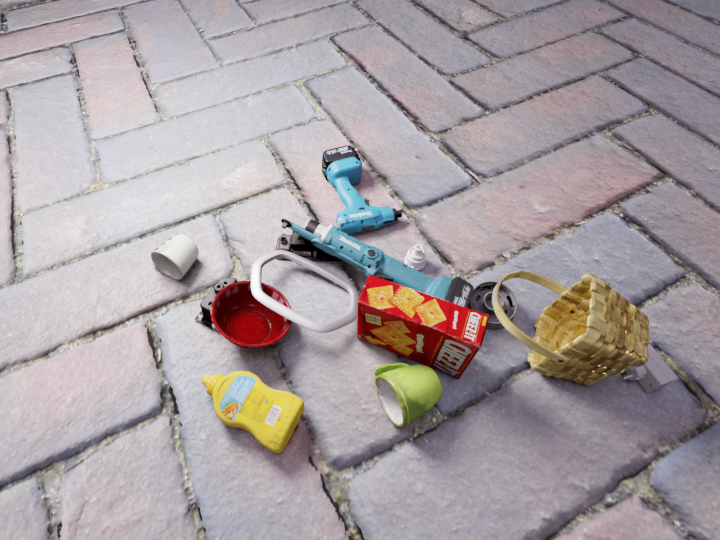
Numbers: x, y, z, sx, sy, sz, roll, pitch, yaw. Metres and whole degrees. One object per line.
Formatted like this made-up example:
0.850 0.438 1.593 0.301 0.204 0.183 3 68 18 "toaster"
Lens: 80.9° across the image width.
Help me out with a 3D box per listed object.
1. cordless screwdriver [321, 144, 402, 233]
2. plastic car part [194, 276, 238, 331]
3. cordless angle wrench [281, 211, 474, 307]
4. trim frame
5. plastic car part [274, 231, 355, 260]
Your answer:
-0.005 -0.206 1.069 0.157 0.072 0.259 -13 59 -8 "cordless screwdriver"
-0.295 0.058 0.888 0.068 0.069 0.117 22 60 13 "plastic car part"
0.020 -0.021 0.893 0.432 0.073 0.098 28 61 11 "cordless angle wrench"
-0.117 0.039 0.891 0.253 0.027 0.184 24 43 8 "trim frame"
-0.095 -0.062 0.976 0.204 0.065 0.068 6 48 3 "plastic car part"
